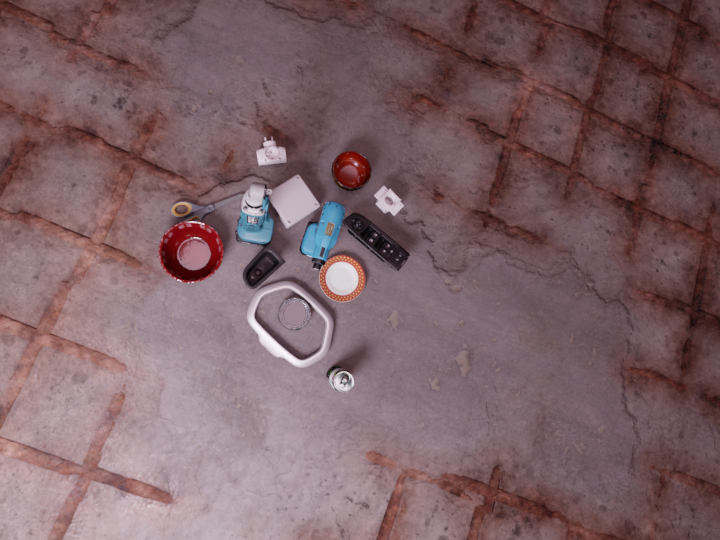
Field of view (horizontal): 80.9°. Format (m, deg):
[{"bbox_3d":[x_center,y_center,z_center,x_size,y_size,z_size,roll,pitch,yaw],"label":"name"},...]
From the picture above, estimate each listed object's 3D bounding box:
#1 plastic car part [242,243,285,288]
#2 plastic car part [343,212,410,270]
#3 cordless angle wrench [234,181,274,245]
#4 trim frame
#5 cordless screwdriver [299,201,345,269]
[{"bbox_3d":[-0.263,-0.003,1.114,0.066,0.071,0.116,45,76,-4],"label":"plastic car part"},{"bbox_3d":[0.038,-0.083,1.179,0.202,0.067,0.066,41,76,-1],"label":"plastic car part"},{"bbox_3d":[-0.238,-0.126,0.957,0.096,0.428,0.075,10,82,-13],"label":"cordless angle wrench"},{"bbox_3d":[-0.185,0.141,1.125,0.248,0.028,0.183,42,77,-1],"label":"trim frame"},{"bbox_3d":[-0.104,-0.068,1.060,0.073,0.251,0.160,18,79,-12],"label":"cordless screwdriver"}]
